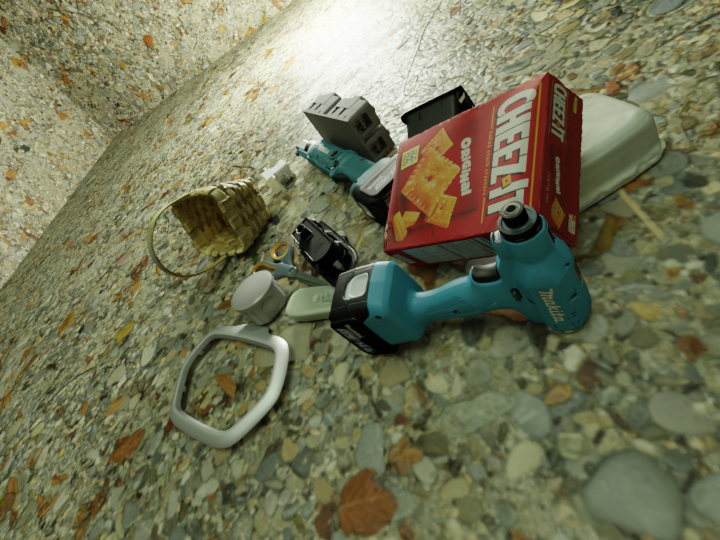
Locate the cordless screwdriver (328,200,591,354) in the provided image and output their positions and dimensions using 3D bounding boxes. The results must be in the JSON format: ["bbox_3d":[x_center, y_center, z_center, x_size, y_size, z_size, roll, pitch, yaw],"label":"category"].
[{"bbox_3d":[0.077,0.015,0.429,0.258,0.151,0.075,-13,46,35],"label":"cordless screwdriver"}]

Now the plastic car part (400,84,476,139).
[{"bbox_3d":[0.127,-0.242,0.702,0.121,0.062,0.072,-16,59,34],"label":"plastic car part"}]

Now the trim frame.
[{"bbox_3d":[-0.201,0.160,0.635,0.260,0.026,0.185,-1,55,42],"label":"trim frame"}]

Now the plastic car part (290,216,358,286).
[{"bbox_3d":[-0.064,-0.042,0.652,0.066,0.064,0.213,-44,33,-2],"label":"plastic car part"}]

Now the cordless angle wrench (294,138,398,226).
[{"bbox_3d":[-0.034,-0.196,0.788,0.098,0.070,0.446,-44,36,-2],"label":"cordless angle wrench"}]
